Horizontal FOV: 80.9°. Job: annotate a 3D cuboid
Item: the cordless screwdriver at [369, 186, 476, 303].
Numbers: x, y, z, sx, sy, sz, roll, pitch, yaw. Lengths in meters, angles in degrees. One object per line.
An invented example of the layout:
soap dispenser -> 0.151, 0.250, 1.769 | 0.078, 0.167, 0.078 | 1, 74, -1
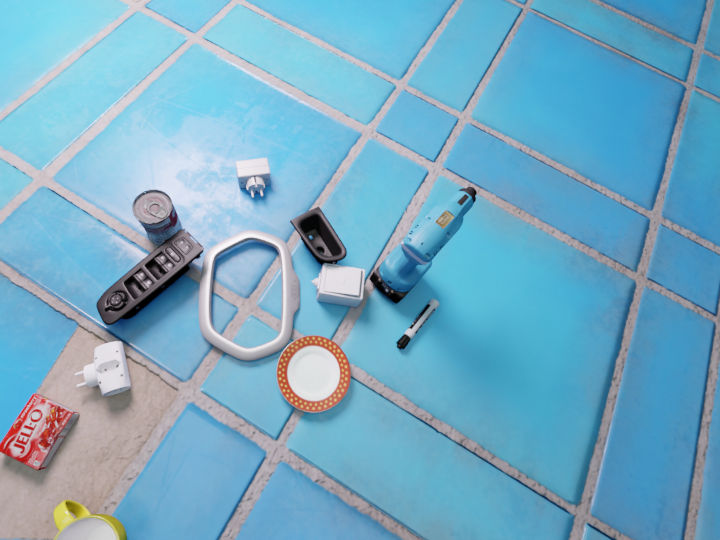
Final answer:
cordless screwdriver -> 0.107, -0.041, 0.736 | 0.076, 0.247, 0.158 | 43, 67, 6

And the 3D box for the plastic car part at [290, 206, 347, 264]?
plastic car part -> -0.080, -0.052, 0.814 | 0.065, 0.070, 0.120 | -29, 74, -19

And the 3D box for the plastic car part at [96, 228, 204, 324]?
plastic car part -> -0.372, 0.016, 0.752 | 0.068, 0.066, 0.201 | 43, 68, 9

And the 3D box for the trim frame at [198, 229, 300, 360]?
trim frame -> -0.204, 0.040, 0.783 | 0.182, 0.027, 0.255 | -2, 67, -8
